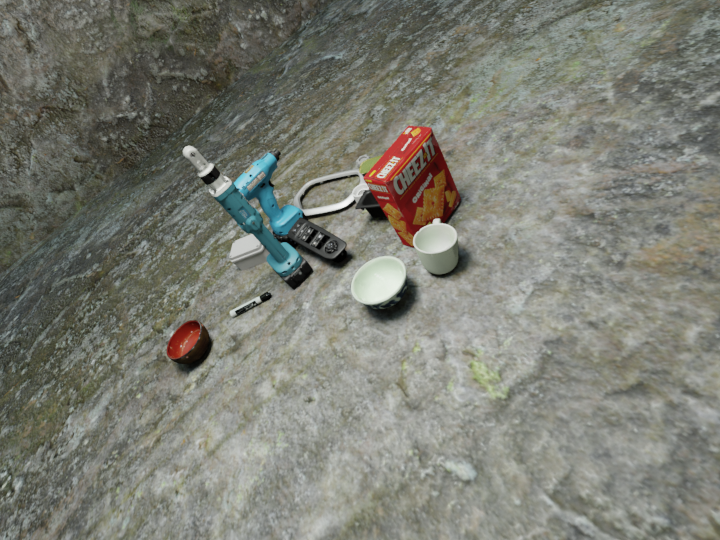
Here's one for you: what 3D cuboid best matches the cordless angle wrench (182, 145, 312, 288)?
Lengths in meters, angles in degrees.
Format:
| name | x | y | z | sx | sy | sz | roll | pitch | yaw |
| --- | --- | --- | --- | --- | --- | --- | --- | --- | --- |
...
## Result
| name | x | y | z | sx | sy | sz | roll | pitch | yaw |
| --- | --- | --- | --- | --- | --- | --- | --- | --- | --- |
| cordless angle wrench | -0.255 | -0.117 | 0.967 | 0.074 | 0.401 | 0.104 | -43 | 40 | -9 |

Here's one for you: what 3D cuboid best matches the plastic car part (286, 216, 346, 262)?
| name | x | y | z | sx | sy | sz | roll | pitch | yaw |
| --- | --- | --- | --- | --- | --- | --- | --- | --- | --- |
| plastic car part | -0.105 | -0.069 | 1.075 | 0.066 | 0.063 | 0.215 | -48 | 42 | -13 |

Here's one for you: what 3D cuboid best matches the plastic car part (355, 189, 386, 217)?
| name | x | y | z | sx | sy | sz | roll | pitch | yaw |
| --- | --- | --- | --- | --- | --- | --- | --- | --- | --- |
| plastic car part | 0.059 | -0.158 | 1.039 | 0.122 | 0.067 | 0.066 | 5 | 55 | 38 |

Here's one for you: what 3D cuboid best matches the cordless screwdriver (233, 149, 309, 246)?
| name | x | y | z | sx | sy | sz | roll | pitch | yaw |
| --- | --- | --- | --- | --- | --- | --- | --- | --- | --- |
| cordless screwdriver | -0.218 | -0.190 | 1.134 | 0.079 | 0.236 | 0.158 | 24 | 68 | 46 |

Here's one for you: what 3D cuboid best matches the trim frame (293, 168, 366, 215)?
| name | x | y | z | sx | sy | sz | roll | pitch | yaw |
| --- | --- | --- | --- | --- | --- | --- | --- | --- | --- |
| trim frame | -0.092 | -0.232 | 1.243 | 0.258 | 0.026 | 0.187 | -9 | 49 | 29 |
